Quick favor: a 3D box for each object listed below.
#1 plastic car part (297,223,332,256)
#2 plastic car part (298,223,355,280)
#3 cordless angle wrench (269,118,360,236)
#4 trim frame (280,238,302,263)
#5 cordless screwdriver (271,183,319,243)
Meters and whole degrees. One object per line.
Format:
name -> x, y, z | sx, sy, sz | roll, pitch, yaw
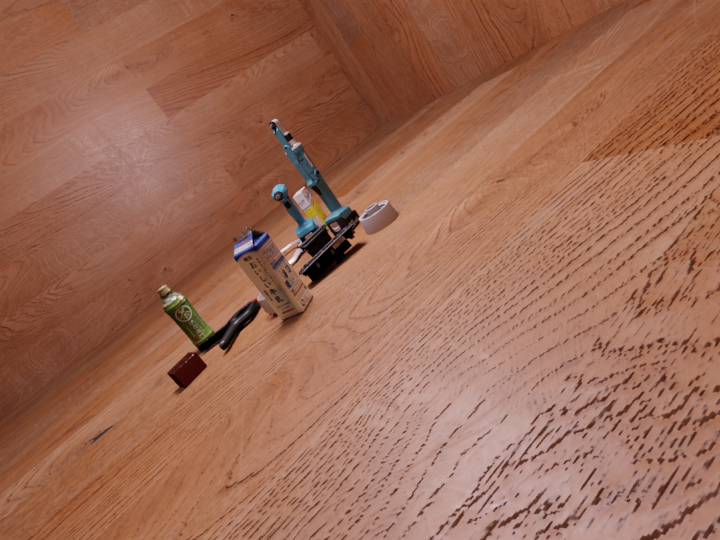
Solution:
plastic car part -> -0.130, -0.085, 1.329 | 0.115, 0.069, 0.068 | -42, 17, -20
plastic car part -> -0.086, -0.043, 1.157 | 0.201, 0.065, 0.069 | -41, 17, -14
cordless angle wrench -> -0.154, -0.299, 1.348 | 0.077, 0.413, 0.097 | -23, 18, 41
trim frame -> -0.273, -0.049, 1.557 | 0.187, 0.027, 0.251 | -29, 20, 19
cordless screwdriver -> -0.219, -0.183, 1.447 | 0.075, 0.243, 0.163 | -34, 15, 4
